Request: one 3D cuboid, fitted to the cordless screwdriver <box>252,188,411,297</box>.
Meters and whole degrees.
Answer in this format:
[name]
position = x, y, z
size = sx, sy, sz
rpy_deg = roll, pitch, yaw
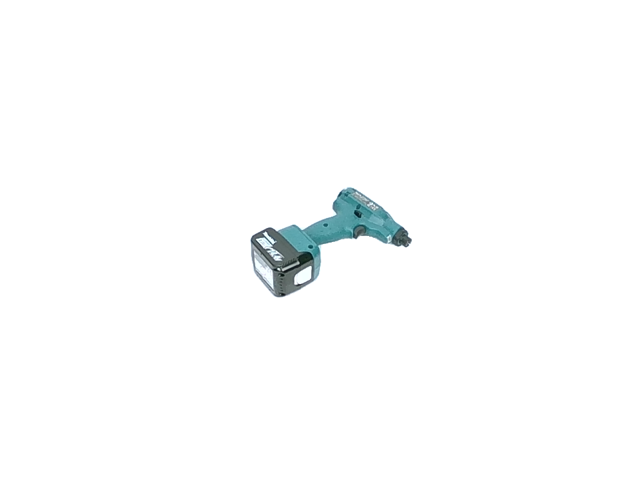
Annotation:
[cordless screwdriver]
position = 0.021, 0.007, 0.702
size = 0.247, 0.074, 0.160
rpy_deg = -30, 53, -30
